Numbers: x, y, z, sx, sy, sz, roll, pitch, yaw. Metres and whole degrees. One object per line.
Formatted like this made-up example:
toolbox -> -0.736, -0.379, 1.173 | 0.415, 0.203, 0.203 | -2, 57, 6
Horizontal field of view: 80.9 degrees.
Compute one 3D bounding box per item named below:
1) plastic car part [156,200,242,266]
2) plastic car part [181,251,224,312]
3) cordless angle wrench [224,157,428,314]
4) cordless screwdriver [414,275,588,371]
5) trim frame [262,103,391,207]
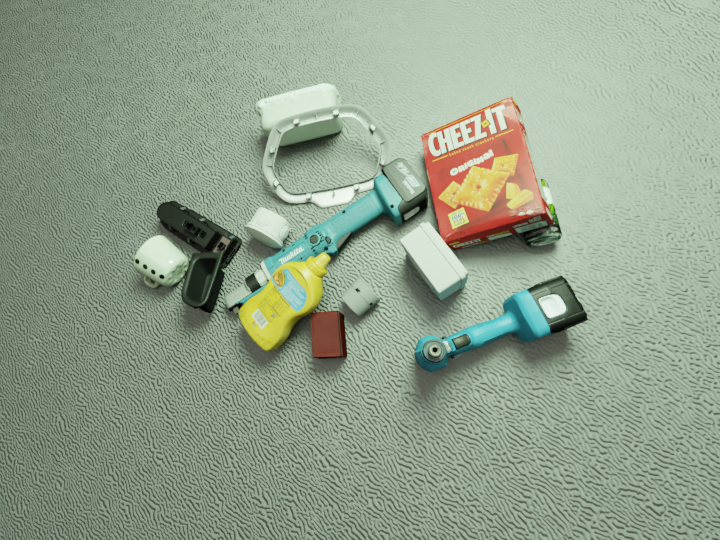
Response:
plastic car part -> -0.343, -0.084, 0.861 | 0.211, 0.064, 0.066 | 30, 90, 21
plastic car part -> -0.294, 0.030, 0.808 | 0.067, 0.068, 0.119 | -3, 59, 11
cordless angle wrench -> -0.077, -0.050, 0.783 | 0.424, 0.072, 0.101 | -33, 72, 5
cordless screwdriver -> 0.200, 0.087, 0.630 | 0.250, 0.154, 0.076 | -22, 74, 3
trim frame -> -0.066, -0.211, 0.801 | 0.251, 0.028, 0.178 | -9, 114, 7
